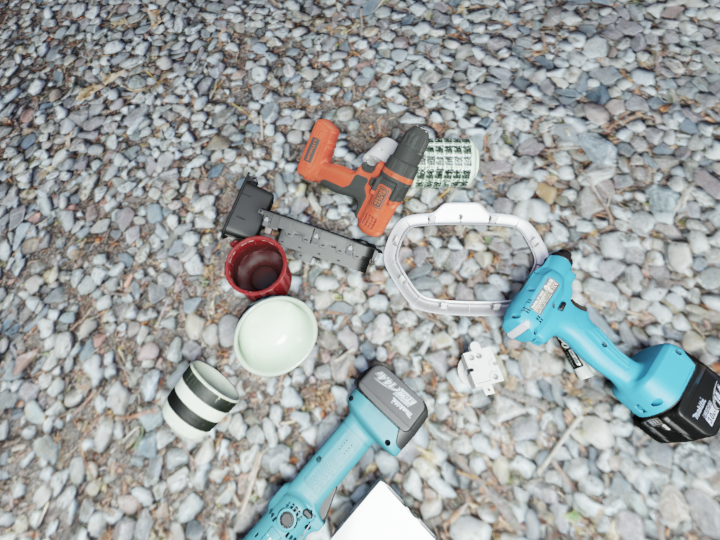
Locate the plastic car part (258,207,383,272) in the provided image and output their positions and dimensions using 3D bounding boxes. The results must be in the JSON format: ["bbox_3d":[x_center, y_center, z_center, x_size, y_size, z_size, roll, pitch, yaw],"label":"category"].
[{"bbox_3d":[-0.064,-0.042,0.659,0.203,0.066,0.067,15,82,1],"label":"plastic car part"}]

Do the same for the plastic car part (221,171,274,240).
[{"bbox_3d":[-0.181,-0.095,0.714,0.071,0.066,0.117,17,73,-4],"label":"plastic car part"}]

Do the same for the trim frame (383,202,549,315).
[{"bbox_3d":[0.162,-0.021,0.654,0.252,0.026,0.188,0,66,9],"label":"trim frame"}]

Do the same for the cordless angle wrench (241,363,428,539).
[{"bbox_3d":[-0.083,0.304,0.525,0.102,0.072,0.421,39,79,19],"label":"cordless angle wrench"}]

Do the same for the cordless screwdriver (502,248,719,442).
[{"bbox_3d":[0.328,0.087,0.552,0.256,0.073,0.158,37,63,15],"label":"cordless screwdriver"}]
